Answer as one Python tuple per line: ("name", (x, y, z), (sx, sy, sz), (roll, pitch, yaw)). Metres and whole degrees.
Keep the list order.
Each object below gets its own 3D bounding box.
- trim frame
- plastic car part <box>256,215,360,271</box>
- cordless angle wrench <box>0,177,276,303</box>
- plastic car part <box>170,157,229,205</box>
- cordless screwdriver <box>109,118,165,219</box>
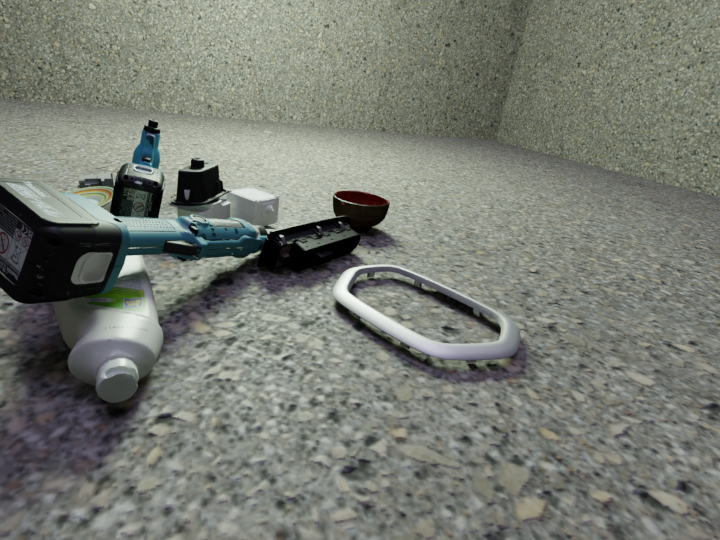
("trim frame", (0.077, 0.046, 0.544), (0.263, 0.027, 0.177), (25, 30, 39))
("plastic car part", (-0.065, -0.042, 0.664), (0.070, 0.065, 0.197), (30, 31, 23))
("cordless angle wrench", (-0.206, -0.039, 0.515), (0.101, 0.074, 0.410), (30, 13, 15))
("plastic car part", (-0.271, -0.154, 0.710), (0.066, 0.070, 0.117), (8, 20, 2))
("cordless screwdriver", (-0.393, -0.180, 0.766), (0.071, 0.158, 0.261), (11, 21, -28))
